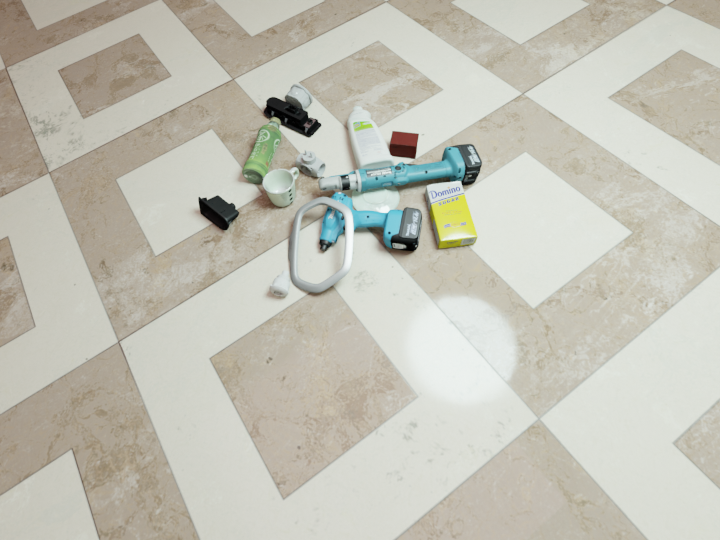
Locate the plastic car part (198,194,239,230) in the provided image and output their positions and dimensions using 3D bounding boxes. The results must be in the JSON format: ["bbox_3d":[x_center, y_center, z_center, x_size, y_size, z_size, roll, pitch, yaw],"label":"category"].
[{"bbox_3d":[-0.378,-0.163,1.153,0.121,0.064,0.070,33,54,17],"label":"plastic car part"}]

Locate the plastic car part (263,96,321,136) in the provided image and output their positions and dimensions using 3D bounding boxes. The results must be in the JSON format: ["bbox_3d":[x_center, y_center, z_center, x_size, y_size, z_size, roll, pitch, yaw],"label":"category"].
[{"bbox_3d":[-0.223,-0.485,1.312,0.212,0.064,0.066,29,74,23],"label":"plastic car part"}]

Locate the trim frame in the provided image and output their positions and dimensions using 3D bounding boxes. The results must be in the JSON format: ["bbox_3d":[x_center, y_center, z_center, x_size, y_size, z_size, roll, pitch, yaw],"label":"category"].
[{"bbox_3d":[-0.102,-0.067,1.048,0.190,0.026,0.252,-6,73,23],"label":"trim frame"}]

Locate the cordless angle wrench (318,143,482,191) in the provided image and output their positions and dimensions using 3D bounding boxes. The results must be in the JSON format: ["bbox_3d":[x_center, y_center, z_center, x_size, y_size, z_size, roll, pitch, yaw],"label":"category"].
[{"bbox_3d":[0.098,-0.255,1.123,0.422,0.072,0.101,-9,59,-2],"label":"cordless angle wrench"}]

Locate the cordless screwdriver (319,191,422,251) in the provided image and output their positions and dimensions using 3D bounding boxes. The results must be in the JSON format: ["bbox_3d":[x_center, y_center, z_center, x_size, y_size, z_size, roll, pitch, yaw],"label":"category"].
[{"bbox_3d":[0.022,-0.101,1.062,0.257,0.071,0.160,13,73,17],"label":"cordless screwdriver"}]
